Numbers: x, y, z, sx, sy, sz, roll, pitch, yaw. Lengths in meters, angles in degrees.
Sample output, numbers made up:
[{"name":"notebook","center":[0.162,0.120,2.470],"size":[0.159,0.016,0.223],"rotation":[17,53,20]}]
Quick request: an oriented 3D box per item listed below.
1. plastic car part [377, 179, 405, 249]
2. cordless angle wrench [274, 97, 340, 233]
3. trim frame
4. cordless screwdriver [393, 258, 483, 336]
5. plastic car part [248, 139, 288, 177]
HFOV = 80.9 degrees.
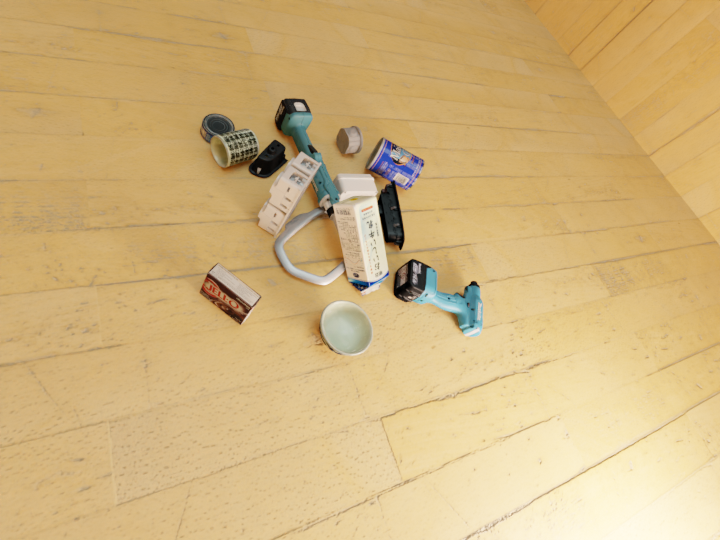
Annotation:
[{"name":"plastic car part","center":[0.082,-0.152,1.160],"size":[0.065,0.066,0.210],"rotation":[-2,61,-18]},{"name":"cordless angle wrench","center":[-0.119,-0.272,1.115],"size":[0.071,0.098,0.437],"rotation":[-10,64,-33]},{"name":"trim frame","center":[-0.102,-0.066,1.039],"size":[0.186,0.028,0.245],"rotation":[43,53,4]},{"name":"cordless screwdriver","center":[0.211,0.050,1.086],"size":[0.243,0.075,0.161],"rotation":[28,51,-13]},{"name":"plastic car part","center":[-0.234,-0.296,1.096],"size":[0.066,0.071,0.116],"rotation":[35,48,-3]}]
